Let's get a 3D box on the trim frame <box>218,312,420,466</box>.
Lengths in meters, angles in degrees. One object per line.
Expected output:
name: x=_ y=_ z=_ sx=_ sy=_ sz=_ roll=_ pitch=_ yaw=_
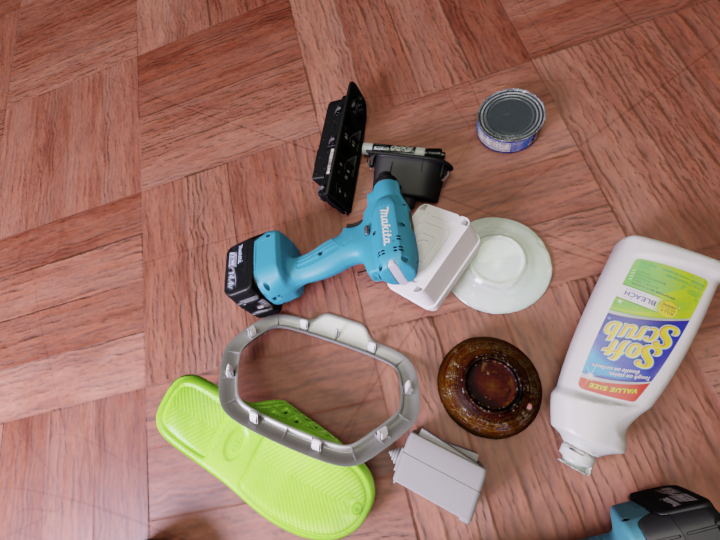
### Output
trim frame: x=-0.053 y=0.124 z=0.504 sx=0.258 sy=0.027 sz=0.183 roll=13 pitch=40 yaw=20

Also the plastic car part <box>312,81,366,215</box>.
plastic car part: x=-0.032 y=-0.185 z=0.637 sx=0.070 sy=0.062 sz=0.205 roll=-1 pitch=70 yaw=40

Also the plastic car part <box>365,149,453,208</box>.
plastic car part: x=0.063 y=-0.123 z=0.589 sx=0.120 sy=0.064 sz=0.071 roll=13 pitch=90 yaw=15

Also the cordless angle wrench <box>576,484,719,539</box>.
cordless angle wrench: x=0.114 y=0.308 z=0.403 sx=0.428 sy=0.094 sz=0.077 roll=-22 pitch=68 yaw=11

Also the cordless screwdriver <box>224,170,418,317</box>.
cordless screwdriver: x=-0.054 y=-0.035 z=0.552 sx=0.255 sy=0.070 sz=0.164 roll=-16 pitch=53 yaw=20
